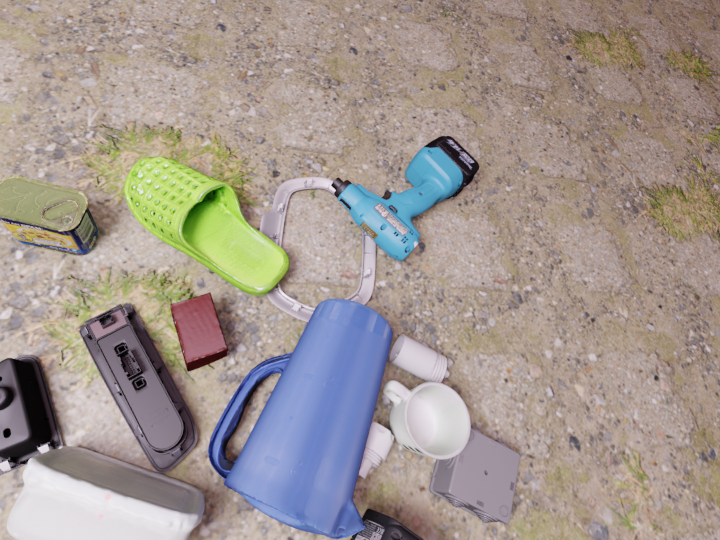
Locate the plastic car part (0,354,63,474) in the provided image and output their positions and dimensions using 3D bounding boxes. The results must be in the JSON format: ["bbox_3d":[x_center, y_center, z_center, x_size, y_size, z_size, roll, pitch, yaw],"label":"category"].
[{"bbox_3d":[-0.366,0.144,0.441,0.064,0.071,0.119,-18,75,-26],"label":"plastic car part"}]

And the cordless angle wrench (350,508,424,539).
[{"bbox_3d":[0.169,0.423,0.450,0.423,0.098,0.074,38,60,0],"label":"cordless angle wrench"}]

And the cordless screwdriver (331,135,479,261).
[{"bbox_3d":[0.075,-0.141,0.693,0.161,0.074,0.245,43,58,5],"label":"cordless screwdriver"}]

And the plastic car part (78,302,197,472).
[{"bbox_3d":[-0.253,0.128,0.489,0.064,0.067,0.207,-27,77,-34],"label":"plastic car part"}]

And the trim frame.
[{"bbox_3d":[-0.063,-0.041,0.643,0.181,0.027,0.254,9,64,-11],"label":"trim frame"}]
